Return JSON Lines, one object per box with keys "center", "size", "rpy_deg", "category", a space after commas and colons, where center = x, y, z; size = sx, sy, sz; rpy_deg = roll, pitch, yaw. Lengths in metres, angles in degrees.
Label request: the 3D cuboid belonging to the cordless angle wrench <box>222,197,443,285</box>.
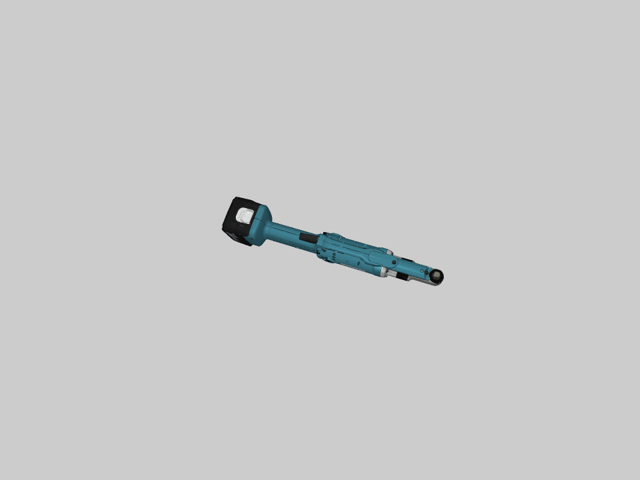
{"center": [0.021, 0.014, 0.808], "size": [0.423, 0.074, 0.098], "rpy_deg": [16, -14, 13], "category": "cordless angle wrench"}
